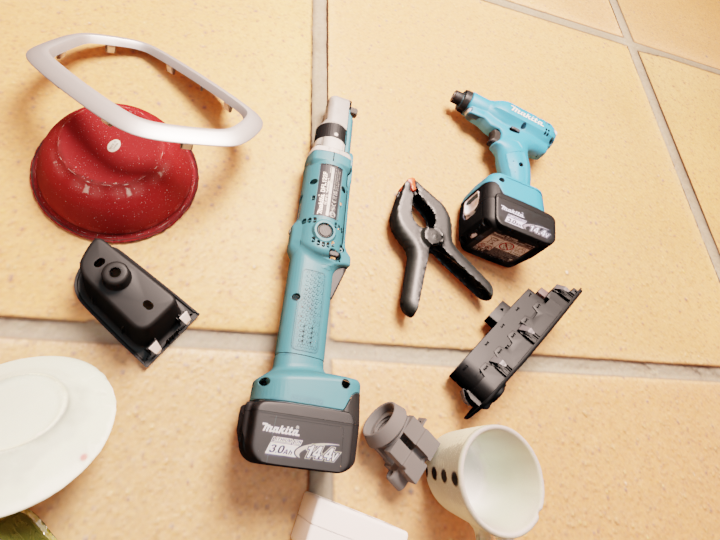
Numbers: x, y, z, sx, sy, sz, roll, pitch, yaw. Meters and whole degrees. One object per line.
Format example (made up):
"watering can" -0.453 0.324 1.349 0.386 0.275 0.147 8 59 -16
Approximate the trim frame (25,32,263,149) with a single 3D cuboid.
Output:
"trim frame" -0.217 -0.191 0.443 0.256 0.027 0.181 33 38 15

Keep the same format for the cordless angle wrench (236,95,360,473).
"cordless angle wrench" -0.044 -0.029 0.448 0.095 0.074 0.432 12 62 -15

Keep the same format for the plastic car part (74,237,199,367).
"plastic car part" -0.206 0.018 0.372 0.116 0.072 0.065 42 60 -2

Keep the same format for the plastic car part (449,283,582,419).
"plastic car part" 0.168 0.077 0.473 0.069 0.065 0.200 42 61 11

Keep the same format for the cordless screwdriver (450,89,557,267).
"cordless screwdriver" 0.179 -0.138 0.566 0.157 0.074 0.252 23 58 -8
